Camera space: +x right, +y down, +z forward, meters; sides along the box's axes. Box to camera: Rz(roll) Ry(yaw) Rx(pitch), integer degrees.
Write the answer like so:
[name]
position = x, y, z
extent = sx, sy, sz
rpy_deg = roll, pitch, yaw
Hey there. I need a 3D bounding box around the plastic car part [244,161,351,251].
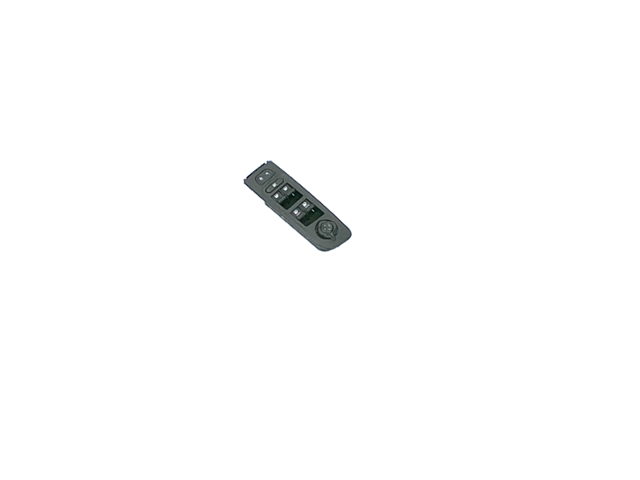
[plastic car part]
position = -0.039, -0.046, 0.728
extent = 0.066, 0.203, 0.067
rpy_deg = -41, -21, -30
